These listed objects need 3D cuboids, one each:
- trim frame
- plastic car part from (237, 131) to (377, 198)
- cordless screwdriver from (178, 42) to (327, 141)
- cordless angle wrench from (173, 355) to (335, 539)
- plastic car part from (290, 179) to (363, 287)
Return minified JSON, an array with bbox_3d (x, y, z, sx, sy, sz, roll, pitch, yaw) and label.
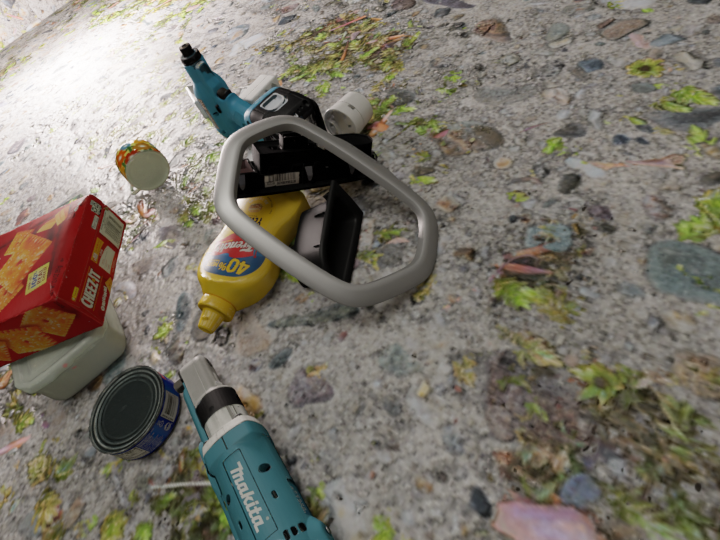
[{"bbox_3d":[-0.032,-0.069,0.432,0.251,0.027,0.184,32,60,5],"label":"trim frame"},{"bbox_3d":[-0.065,-0.133,0.509,0.197,0.065,0.070,-8,30,-22],"label":"plastic car part"},{"bbox_3d":[-0.166,-0.242,0.615,0.263,0.151,0.074,32,71,35],"label":"cordless screwdriver"},{"bbox_3d":[-0.045,0.204,0.286,0.097,0.070,0.448,-40,48,-10],"label":"cordless angle wrench"},{"bbox_3d":[-0.046,-0.030,0.472,0.074,0.062,0.118,-10,54,35],"label":"plastic car part"}]
